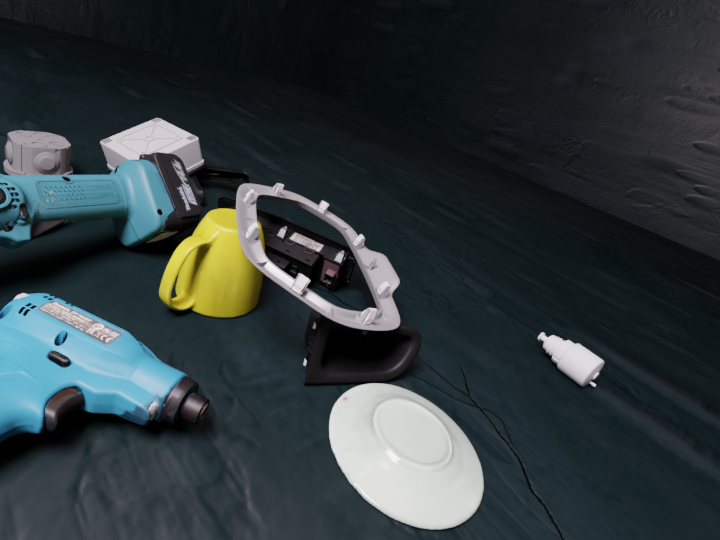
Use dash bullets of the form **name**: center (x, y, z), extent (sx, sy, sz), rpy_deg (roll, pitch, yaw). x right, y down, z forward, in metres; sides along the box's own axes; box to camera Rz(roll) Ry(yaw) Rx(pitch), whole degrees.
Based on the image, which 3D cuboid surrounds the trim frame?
- **trim frame**: center (-0.043, -0.028, 0.438), extent (0.176, 0.027, 0.260), rpy_deg (22, 22, -26)

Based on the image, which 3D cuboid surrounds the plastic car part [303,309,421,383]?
- **plastic car part**: center (-0.008, 0.067, 0.419), extent (0.111, 0.065, 0.075), rpy_deg (8, 13, -31)

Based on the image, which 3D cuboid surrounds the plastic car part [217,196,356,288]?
- **plastic car part**: center (-0.110, -0.029, 0.543), extent (0.209, 0.065, 0.066), rpy_deg (27, 51, 15)

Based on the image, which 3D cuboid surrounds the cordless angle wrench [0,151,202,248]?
- **cordless angle wrench**: center (-0.307, -0.049, 0.342), extent (0.098, 0.076, 0.413), rpy_deg (66, 24, -3)

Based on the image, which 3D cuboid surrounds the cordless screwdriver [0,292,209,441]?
- **cordless screwdriver**: center (-0.198, 0.099, 0.209), extent (0.161, 0.073, 0.248), rpy_deg (21, 21, 4)
